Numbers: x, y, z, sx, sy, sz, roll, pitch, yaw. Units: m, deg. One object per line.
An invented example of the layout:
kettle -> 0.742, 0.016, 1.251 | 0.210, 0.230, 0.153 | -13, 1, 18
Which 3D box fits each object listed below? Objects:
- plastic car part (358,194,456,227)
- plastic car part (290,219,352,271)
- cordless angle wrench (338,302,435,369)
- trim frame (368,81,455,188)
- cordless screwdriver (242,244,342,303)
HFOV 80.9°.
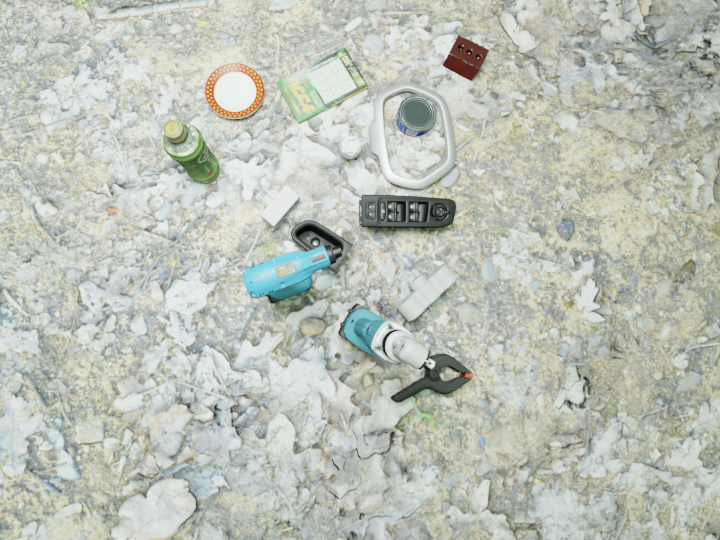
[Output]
plastic car part -> 0.095, -0.118, 0.881 | 0.202, 0.067, 0.067 | 0, 84, -2
plastic car part -> -0.085, -0.055, 0.865 | 0.117, 0.071, 0.066 | 35, 83, 1
cordless angle wrench -> 0.032, 0.106, 0.670 | 0.098, 0.423, 0.074 | 32, 83, -4
trim frame -> 0.112, -0.298, 0.925 | 0.183, 0.027, 0.251 | -6, 83, -3
cordless screwdriver -> -0.118, 0.003, 0.767 | 0.158, 0.249, 0.075 | -20, 88, -7
